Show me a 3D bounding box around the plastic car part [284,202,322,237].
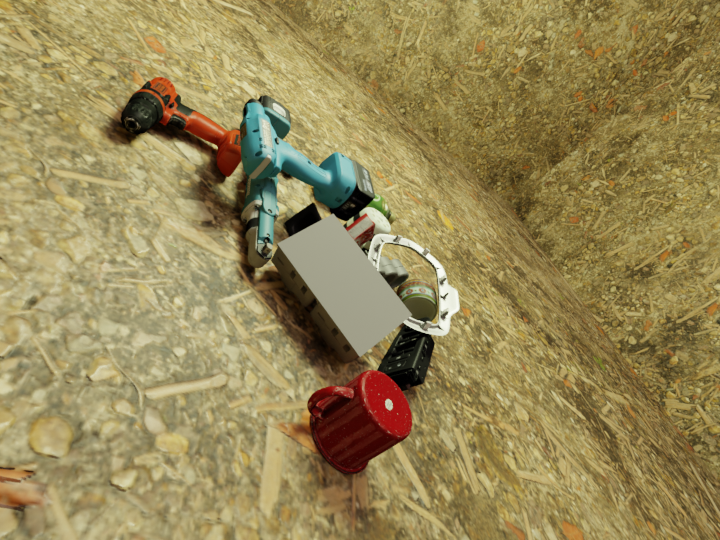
[{"bbox_3d":[-0.071,-0.047,0.731,0.067,0.067,0.121,28,31,-61],"label":"plastic car part"}]

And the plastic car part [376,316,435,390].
[{"bbox_3d":[0.085,0.134,0.680,0.066,0.067,0.201,53,25,-8],"label":"plastic car part"}]

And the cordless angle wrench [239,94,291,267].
[{"bbox_3d":[-0.169,-0.164,0.733,0.071,0.099,0.439,28,35,-33],"label":"cordless angle wrench"}]

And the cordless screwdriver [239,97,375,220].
[{"bbox_3d":[-0.093,-0.188,0.712,0.235,0.075,0.165,19,44,-39],"label":"cordless screwdriver"}]

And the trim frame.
[{"bbox_3d":[0.095,0.014,0.758,0.181,0.027,0.252,28,33,-9],"label":"trim frame"}]
